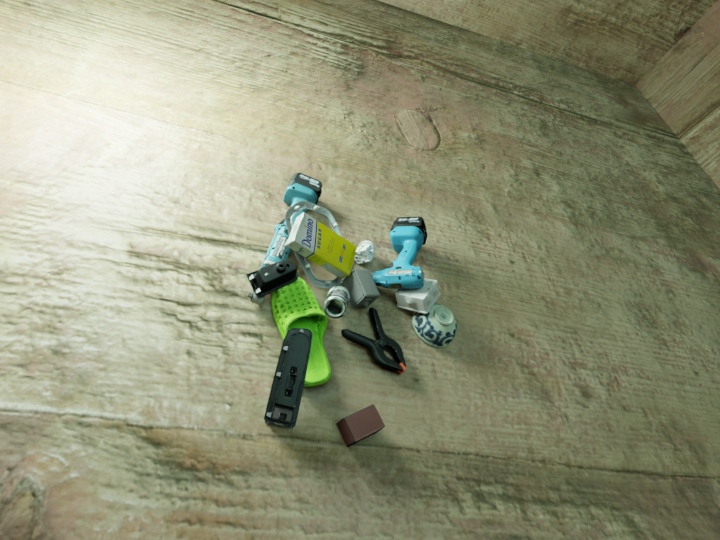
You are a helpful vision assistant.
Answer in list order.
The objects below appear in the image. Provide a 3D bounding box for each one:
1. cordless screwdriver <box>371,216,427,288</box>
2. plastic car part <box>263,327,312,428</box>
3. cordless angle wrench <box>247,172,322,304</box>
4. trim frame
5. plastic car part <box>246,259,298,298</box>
[{"bbox_3d":[0.102,-0.046,1.172,0.164,0.071,0.252,-4,42,20],"label":"cordless screwdriver"},{"bbox_3d":[-0.144,0.213,0.873,0.066,0.066,0.206,12,65,-3],"label":"plastic car part"},{"bbox_3d":[-0.199,-0.088,1.114,0.097,0.074,0.429,20,52,-8],"label":"cordless angle wrench"},{"bbox_3d":[-0.109,-0.071,1.110,0.177,0.028,0.251,-18,83,-41],"label":"trim frame"},{"bbox_3d":[-0.196,0.007,0.979,0.114,0.071,0.068,-24,76,-23],"label":"plastic car part"}]
